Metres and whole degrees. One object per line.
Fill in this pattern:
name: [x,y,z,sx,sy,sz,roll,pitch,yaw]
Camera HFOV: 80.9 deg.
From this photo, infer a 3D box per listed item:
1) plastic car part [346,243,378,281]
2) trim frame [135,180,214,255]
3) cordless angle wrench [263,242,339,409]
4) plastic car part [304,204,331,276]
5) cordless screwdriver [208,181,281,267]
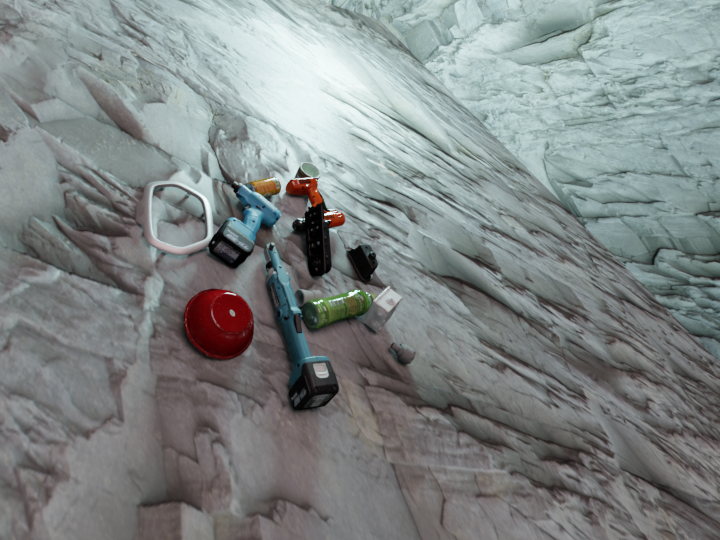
plastic car part: [0.018,-0.032,1.240,0.063,0.071,0.122,0,49,-35]
trim frame: [-0.456,-0.134,1.045,0.176,0.028,0.259,5,50,-33]
cordless angle wrench: [-0.164,0.101,0.977,0.071,0.098,0.443,4,45,-35]
plastic car part: [-0.115,-0.075,1.172,0.063,0.068,0.208,31,50,-53]
cordless screwdriver: [-0.311,-0.130,1.092,0.156,0.075,0.251,39,35,-13]
